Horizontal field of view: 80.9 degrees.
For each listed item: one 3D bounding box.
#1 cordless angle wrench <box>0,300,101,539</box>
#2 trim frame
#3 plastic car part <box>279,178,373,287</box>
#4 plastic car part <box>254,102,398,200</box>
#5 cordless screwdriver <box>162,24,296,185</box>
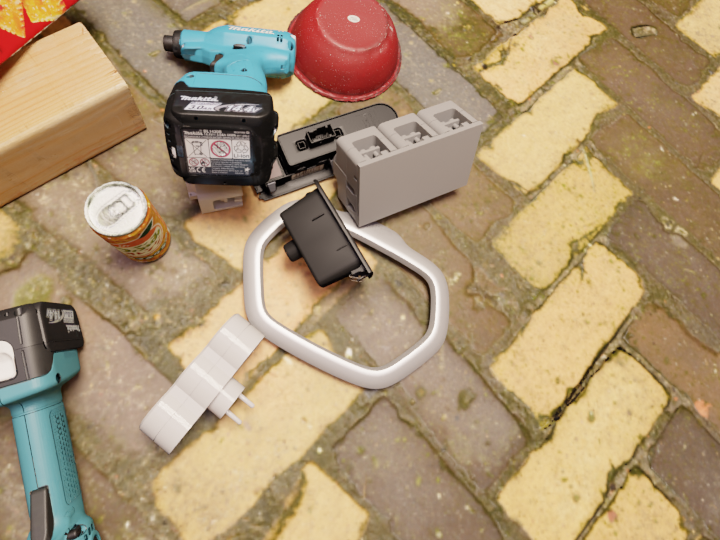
[{"bbox_3d":[-0.251,0.241,0.355,0.073,0.098,0.428,-15,82,-15],"label":"cordless angle wrench"},{"bbox_3d":[-0.015,0.020,0.476,0.249,0.027,0.185,26,74,1],"label":"trim frame"},{"bbox_3d":[-0.044,-0.029,0.448,0.071,0.065,0.119,-33,80,-2],"label":"plastic car part"},{"bbox_3d":[-0.036,-0.154,0.504,0.199,0.066,0.068,-22,75,-17],"label":"plastic car part"},{"bbox_3d":[-0.153,-0.194,0.446,0.158,0.072,0.257,3,47,-6],"label":"cordless screwdriver"}]
